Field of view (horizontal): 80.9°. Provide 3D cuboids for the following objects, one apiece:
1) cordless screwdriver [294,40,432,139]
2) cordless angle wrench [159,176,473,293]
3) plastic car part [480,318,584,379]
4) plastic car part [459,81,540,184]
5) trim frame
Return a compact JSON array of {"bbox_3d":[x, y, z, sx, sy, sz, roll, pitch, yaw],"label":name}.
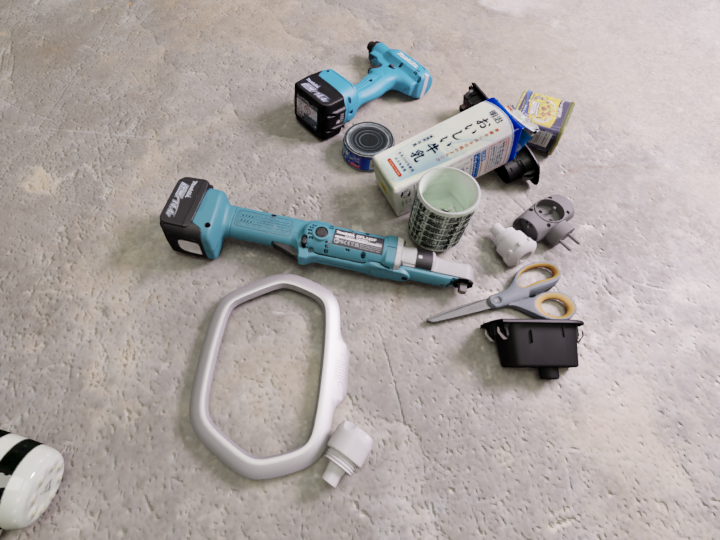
[{"bbox_3d":[-0.010,-0.342,0.765,0.244,0.072,0.166,-30,64,-21],"label":"cordless screwdriver"},{"bbox_3d":[-0.057,-0.037,0.584,0.427,0.072,0.099,12,60,5],"label":"cordless angle wrench"},{"bbox_3d":[0.216,0.095,0.511,0.116,0.065,0.072,4,75,-2],"label":"plastic car part"},{"bbox_3d":[0.217,-0.217,0.693,0.067,0.064,0.212,-27,62,-6],"label":"plastic car part"},{"bbox_3d":[-0.106,0.114,0.516,0.185,0.027,0.255,2,57,3],"label":"trim frame"}]
